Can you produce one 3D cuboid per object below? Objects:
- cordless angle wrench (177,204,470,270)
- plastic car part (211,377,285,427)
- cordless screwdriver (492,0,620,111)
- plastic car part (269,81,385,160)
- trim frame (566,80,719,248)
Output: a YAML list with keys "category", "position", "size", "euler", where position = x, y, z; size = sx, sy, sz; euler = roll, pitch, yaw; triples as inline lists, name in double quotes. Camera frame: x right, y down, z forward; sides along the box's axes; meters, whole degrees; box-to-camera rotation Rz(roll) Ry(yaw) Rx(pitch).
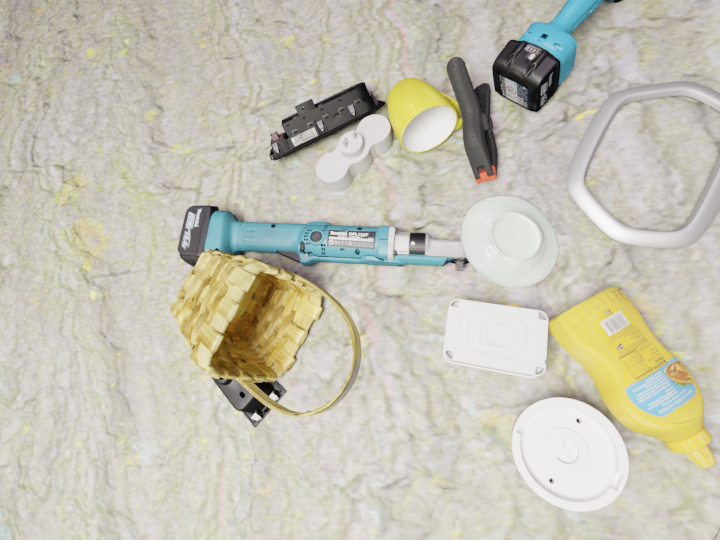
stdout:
- category: "cordless angle wrench"
  position: [-0.061, -0.040, 0.625]
  size: [0.434, 0.071, 0.099]
  euler: [4, 75, 15]
- category: "plastic car part"
  position: [-0.174, 0.154, 0.593]
  size: [0.121, 0.068, 0.066]
  euler: [40, 85, 19]
- category: "cordless screwdriver"
  position: [0.300, -0.345, 0.595]
  size: [0.078, 0.152, 0.249]
  euler: [43, 103, 22]
- category: "plastic car part"
  position: [-0.062, -0.248, 0.686]
  size: [0.204, 0.068, 0.065]
  euler: [-20, 112, 6]
- category: "trim frame"
  position: [0.386, -0.143, 0.549]
  size: [0.192, 0.026, 0.248]
  euler: [26, 80, 22]
